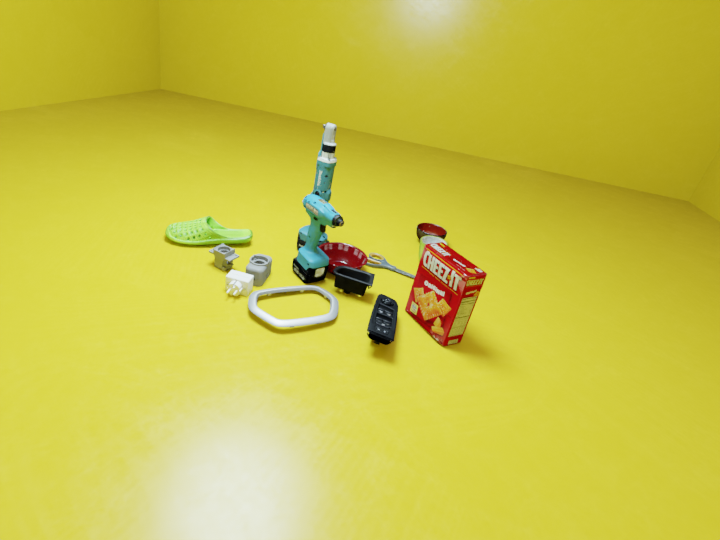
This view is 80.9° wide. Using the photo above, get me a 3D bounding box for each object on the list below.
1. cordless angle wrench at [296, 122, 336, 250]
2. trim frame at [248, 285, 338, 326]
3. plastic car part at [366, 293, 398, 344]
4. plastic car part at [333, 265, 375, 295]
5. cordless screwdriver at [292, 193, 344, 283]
[{"bbox_3d":[-0.122,-0.243,1.314,0.102,0.415,0.072,25,30,23],"label":"cordless angle wrench"},{"bbox_3d":[-0.172,0.088,1.109,0.239,0.027,0.195,-7,33,-28],"label":"trim frame"},{"bbox_3d":[0.057,0.128,1.068,0.067,0.066,0.204,14,29,4],"label":"plastic car part"},{"bbox_3d":[-0.024,0.035,1.204,0.118,0.069,0.066,14,28,7],"label":"plastic car part"},{"bbox_3d":[-0.117,-0.076,1.195,0.071,0.244,0.168,-11,35,-37],"label":"cordless screwdriver"}]
